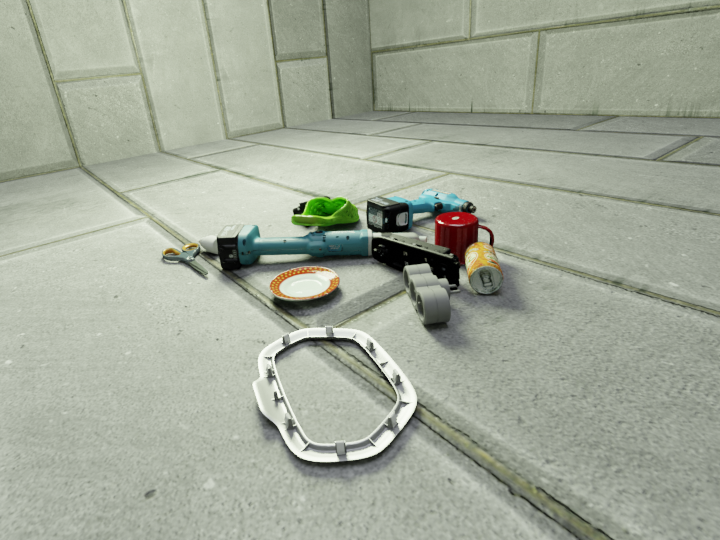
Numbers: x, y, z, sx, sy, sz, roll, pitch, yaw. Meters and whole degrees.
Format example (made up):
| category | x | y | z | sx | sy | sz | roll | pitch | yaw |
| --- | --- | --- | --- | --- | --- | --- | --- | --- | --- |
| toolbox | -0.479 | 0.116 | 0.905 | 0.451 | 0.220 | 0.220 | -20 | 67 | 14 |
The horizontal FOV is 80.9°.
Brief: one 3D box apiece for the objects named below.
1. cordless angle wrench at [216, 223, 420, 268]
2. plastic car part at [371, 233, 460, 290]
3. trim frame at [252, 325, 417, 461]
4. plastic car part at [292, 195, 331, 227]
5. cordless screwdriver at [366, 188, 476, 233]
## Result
| category | x | y | z | sx | sy | sz | roll | pitch | yaw |
| --- | --- | --- | --- | --- | --- | --- | --- | --- | --- |
| cordless angle wrench | -0.088 | -0.058 | 0.902 | 0.426 | 0.072 | 0.100 | -1 | 25 | 5 |
| plastic car part | 0.103 | -0.030 | 0.789 | 0.214 | 0.064 | 0.066 | 18 | 46 | 43 |
| trim frame | -0.041 | 0.138 | 0.538 | 0.180 | 0.027 | 0.261 | -16 | 29 | -17 |
| plastic car part | -0.136 | -0.159 | 1.134 | 0.074 | 0.065 | 0.113 | -3 | 18 | 40 |
| cordless screwdriver | 0.145 | -0.146 | 1.025 | 0.241 | 0.072 | 0.168 | -18 | 28 | -31 |
